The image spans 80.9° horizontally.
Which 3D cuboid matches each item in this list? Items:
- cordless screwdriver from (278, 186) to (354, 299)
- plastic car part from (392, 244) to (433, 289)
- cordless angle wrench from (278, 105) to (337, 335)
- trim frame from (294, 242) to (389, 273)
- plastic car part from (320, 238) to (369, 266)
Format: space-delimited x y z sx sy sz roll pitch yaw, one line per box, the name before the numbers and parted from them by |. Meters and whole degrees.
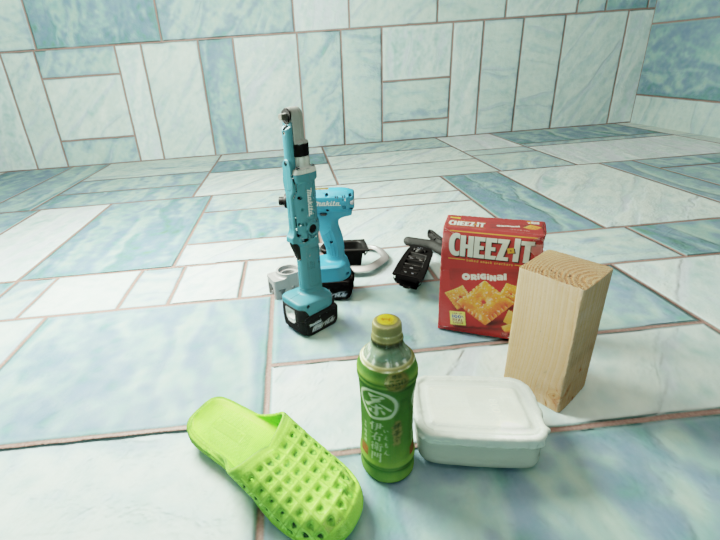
cordless screwdriver | -0.090 -0.059 0.919 0.161 0.242 0.075 1 24 7
plastic car part | 0.126 -0.005 0.978 0.068 0.065 0.202 5 28 17
cordless angle wrench | -0.105 -0.081 0.777 0.095 0.412 0.079 -22 31 -37
trim frame | -0.050 -0.036 1.108 0.252 0.027 0.187 -1 27 7
plastic car part | -0.042 -0.035 1.058 0.116 0.069 0.068 -6 26 -5
